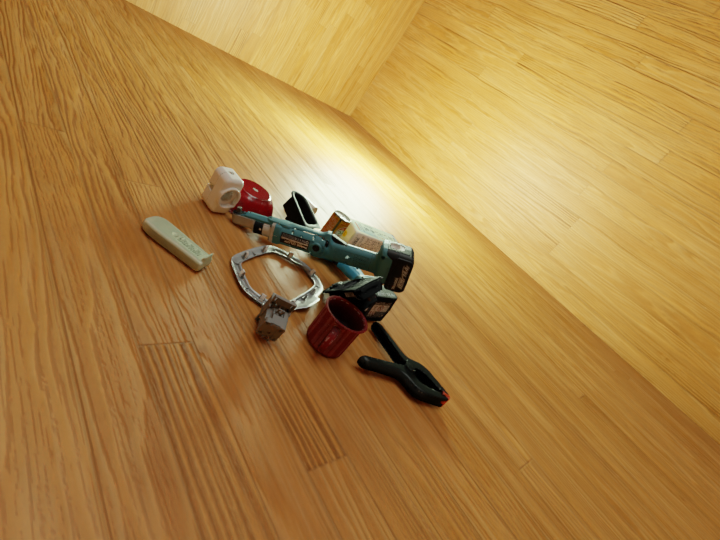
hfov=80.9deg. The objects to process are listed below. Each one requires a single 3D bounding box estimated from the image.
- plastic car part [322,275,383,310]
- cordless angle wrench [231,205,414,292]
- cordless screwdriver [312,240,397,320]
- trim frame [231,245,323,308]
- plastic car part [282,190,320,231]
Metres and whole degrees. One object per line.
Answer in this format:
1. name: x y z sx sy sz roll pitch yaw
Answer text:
1. plastic car part: -0.016 0.049 0.877 0.066 0.065 0.210 62 -23 -13
2. cordless angle wrench: -0.094 -0.061 0.960 0.427 0.096 0.075 17 26 5
3. cordless screwdriver: -0.032 0.010 1.025 0.151 0.074 0.262 13 28 -39
4. trim frame: -0.167 0.012 0.890 0.189 0.027 0.242 41 22 10
5. plastic car part: -0.169 -0.147 1.134 0.063 0.072 0.120 0 58 -57
